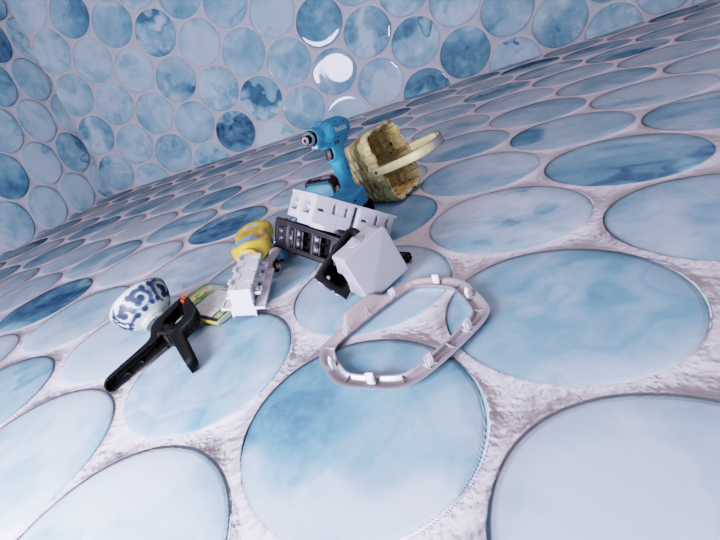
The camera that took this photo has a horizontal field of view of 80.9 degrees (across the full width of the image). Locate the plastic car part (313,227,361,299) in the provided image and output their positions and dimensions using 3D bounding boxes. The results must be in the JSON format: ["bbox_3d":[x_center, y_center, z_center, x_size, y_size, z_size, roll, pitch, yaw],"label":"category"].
[{"bbox_3d":[-0.036,-0.012,0.736,0.117,0.064,0.072,-61,15,-24],"label":"plastic car part"}]

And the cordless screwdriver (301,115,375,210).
[{"bbox_3d":[-0.052,-0.205,0.930,0.077,0.242,0.157,-4,23,32],"label":"cordless screwdriver"}]

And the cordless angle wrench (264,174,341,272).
[{"bbox_3d":[-0.143,-0.118,1.032,0.101,0.071,0.426,-7,31,20],"label":"cordless angle wrench"}]

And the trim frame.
[{"bbox_3d":[0.055,0.072,0.570,0.244,0.026,0.194,-36,29,-26],"label":"trim frame"}]

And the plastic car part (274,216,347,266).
[{"bbox_3d":[-0.082,-0.054,0.843,0.214,0.065,0.064,21,18,35],"label":"plastic car part"}]
